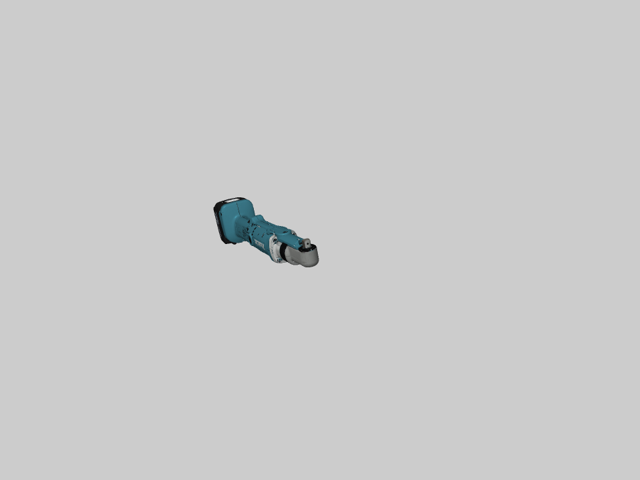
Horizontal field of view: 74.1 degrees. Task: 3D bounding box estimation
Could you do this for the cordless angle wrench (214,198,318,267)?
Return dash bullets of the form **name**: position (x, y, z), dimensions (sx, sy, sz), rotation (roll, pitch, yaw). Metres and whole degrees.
- **cordless angle wrench**: position (-0.107, -0.010, 0.784), dimensions (0.074, 0.098, 0.423), rotation (-18, 18, -24)
